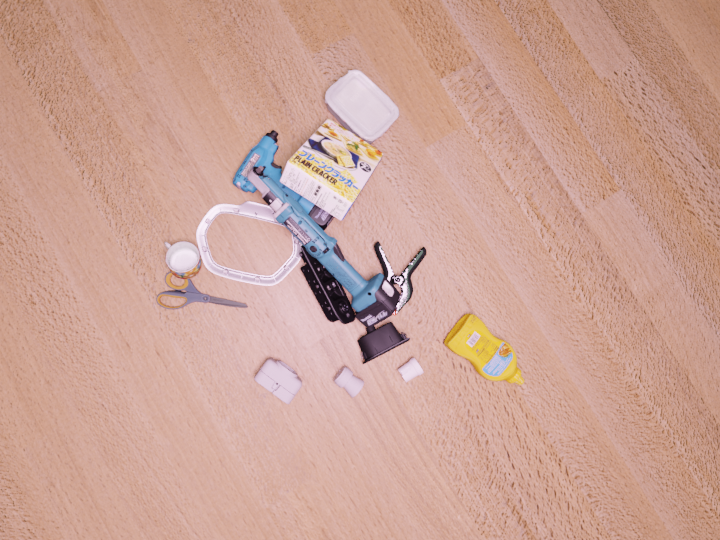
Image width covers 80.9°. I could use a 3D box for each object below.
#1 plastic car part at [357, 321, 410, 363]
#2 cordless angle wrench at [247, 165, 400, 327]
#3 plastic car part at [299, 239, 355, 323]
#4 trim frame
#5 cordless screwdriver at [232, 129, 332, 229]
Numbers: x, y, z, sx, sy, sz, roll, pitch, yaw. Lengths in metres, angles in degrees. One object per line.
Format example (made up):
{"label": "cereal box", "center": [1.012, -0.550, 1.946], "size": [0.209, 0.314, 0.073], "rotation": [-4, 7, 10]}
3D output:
{"label": "plastic car part", "center": [0.043, 0.155, 0.957], "size": [0.116, 0.064, 0.073], "rotation": [-24, 73, -4]}
{"label": "cordless angle wrench", "center": [-0.089, -0.058, 0.908], "size": [0.418, 0.074, 0.099], "rotation": [46, 125, -6]}
{"label": "plastic car part", "center": [-0.083, 0.036, 0.955], "size": [0.068, 0.064, 0.205], "rotation": [-35, 83, 30]}
{"label": "trim frame", "center": [-0.256, -0.065, 0.976], "size": [0.248, 0.027, 0.185], "rotation": [13, 82, 0]}
{"label": "cordless screwdriver", "center": [-0.154, -0.208, 0.977], "size": [0.251, 0.074, 0.159], "rotation": [30, 82, 3]}
